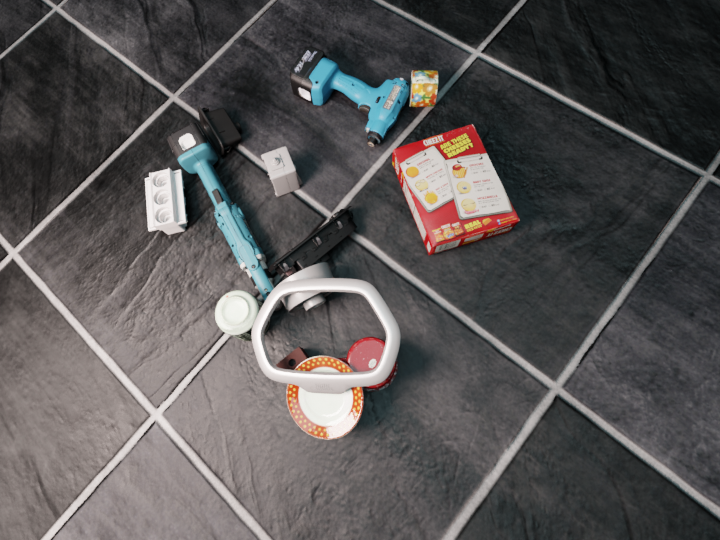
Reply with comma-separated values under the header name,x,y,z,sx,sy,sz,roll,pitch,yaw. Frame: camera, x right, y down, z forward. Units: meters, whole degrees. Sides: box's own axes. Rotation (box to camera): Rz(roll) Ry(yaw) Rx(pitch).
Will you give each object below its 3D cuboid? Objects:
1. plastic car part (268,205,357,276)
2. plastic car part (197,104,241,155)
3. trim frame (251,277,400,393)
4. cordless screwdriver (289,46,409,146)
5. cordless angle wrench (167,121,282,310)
name,x,y,z,sx,sy,sz,roll,pitch,yaw
plastic car part,-0.078,-0.051,0.801,0.067,0.066,0.201,45,69,1
plastic car part,-0.302,-0.312,0.934,0.070,0.065,0.120,-32,75,-19
trim frame,-0.061,0.105,0.683,0.254,0.027,0.186,-3,80,13
cordless screwdriver,-0.036,-0.371,0.908,0.254,0.073,0.159,24,77,10
cordless angle wrench,-0.262,-0.106,0.850,0.074,0.096,0.434,-30,75,-5
